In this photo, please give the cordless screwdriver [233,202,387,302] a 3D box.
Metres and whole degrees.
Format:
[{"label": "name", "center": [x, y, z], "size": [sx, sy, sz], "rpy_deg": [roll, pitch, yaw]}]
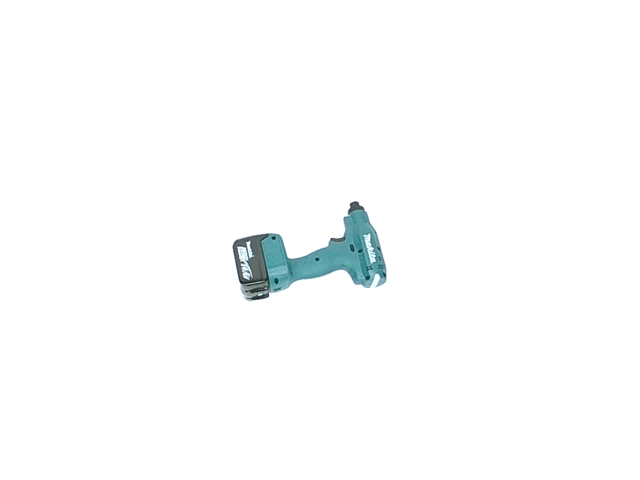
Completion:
[{"label": "cordless screwdriver", "center": [-0.021, 0.015, 0.724], "size": [0.248, 0.159, 0.074], "rpy_deg": [-7, -28, -9]}]
